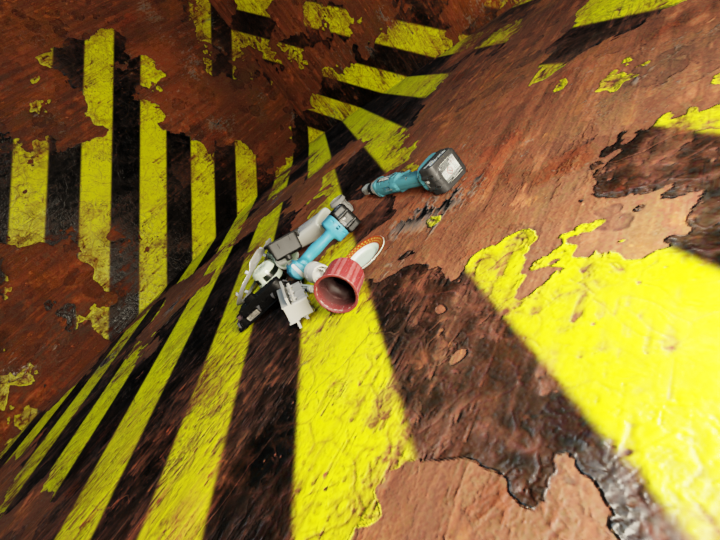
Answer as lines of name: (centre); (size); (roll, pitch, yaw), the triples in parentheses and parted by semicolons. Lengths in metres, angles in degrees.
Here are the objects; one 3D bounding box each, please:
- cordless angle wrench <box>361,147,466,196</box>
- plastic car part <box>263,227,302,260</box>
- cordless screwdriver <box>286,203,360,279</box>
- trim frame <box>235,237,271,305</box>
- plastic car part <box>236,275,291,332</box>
cordless angle wrench: (0.107, -0.242, 1.153); (0.097, 0.072, 0.439); (-46, 21, -16)
plastic car part: (-0.220, -0.065, 1.249); (0.115, 0.072, 0.066); (-34, -6, -17)
cordless screwdriver: (-0.117, -0.077, 1.200); (0.248, 0.073, 0.163); (-47, 13, -6)
trim frame: (-0.338, 0.004, 1.342); (0.183, 0.027, 0.250); (120, 175, -56)
plastic car part: (-0.271, 0.081, 1.154); (0.205, 0.066, 0.067); (-36, 13, 16)
